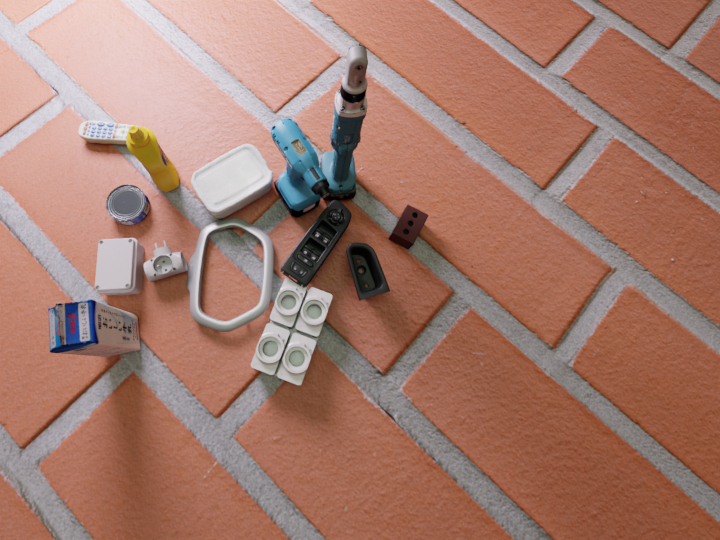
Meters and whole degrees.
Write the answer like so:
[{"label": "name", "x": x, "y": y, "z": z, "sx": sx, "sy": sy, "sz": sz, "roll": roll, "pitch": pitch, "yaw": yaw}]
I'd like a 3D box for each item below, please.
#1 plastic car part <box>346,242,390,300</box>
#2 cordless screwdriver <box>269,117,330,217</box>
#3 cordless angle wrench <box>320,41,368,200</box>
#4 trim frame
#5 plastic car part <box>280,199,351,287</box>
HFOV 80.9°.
[{"label": "plastic car part", "x": 0.007, "y": 0.002, "z": 0.885, "sx": 0.065, "sy": 0.070, "sz": 0.119, "roll": -16, "pitch": 76, "yaw": -9}, {"label": "cordless screwdriver", "x": -0.114, "y": -0.173, "z": 0.841, "sx": 0.073, "sy": 0.246, "sz": 0.162, "roll": -30, "pitch": 81, "yaw": -13}, {"label": "cordless angle wrench", "x": -0.028, "y": -0.246, "z": 0.775, "sx": 0.074, "sy": 0.419, "sz": 0.099, "roll": -4, "pitch": 77, "yaw": -8}, {"label": "trim frame", "x": -0.277, "y": 0.005, "z": 0.897, "sx": 0.183, "sy": 0.027, "sz": 0.253, "roll": 0, "pitch": 74, "yaw": -2}, {"label": "plastic car part", "x": -0.088, "y": -0.058, "z": 0.901, "sx": 0.067, "sy": 0.066, "sz": 0.203, "roll": 32, "pitch": 75, "yaw": 4}]
